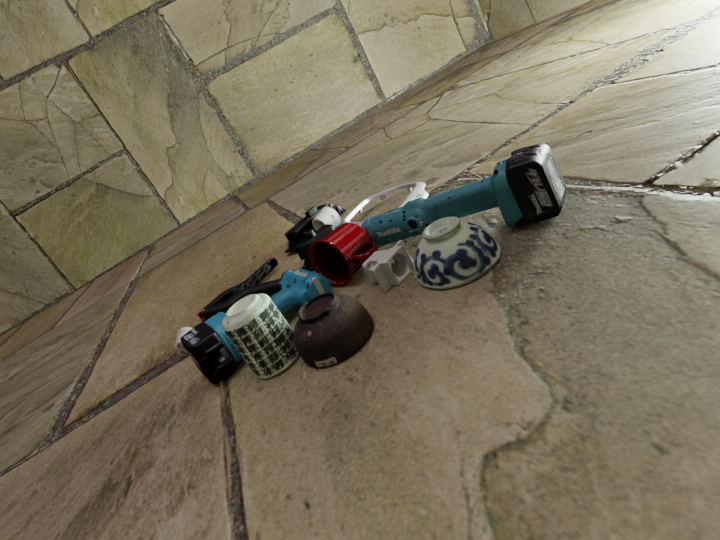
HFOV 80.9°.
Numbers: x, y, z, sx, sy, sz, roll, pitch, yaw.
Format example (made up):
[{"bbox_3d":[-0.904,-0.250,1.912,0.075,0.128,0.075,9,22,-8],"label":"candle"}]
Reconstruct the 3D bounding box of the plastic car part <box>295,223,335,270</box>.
[{"bbox_3d":[-0.087,-0.057,0.886,0.115,0.069,0.069,-35,19,-19],"label":"plastic car part"}]

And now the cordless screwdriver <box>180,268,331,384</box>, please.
[{"bbox_3d":[-0.181,0.075,0.728,0.245,0.072,0.166,-35,22,-21],"label":"cordless screwdriver"}]

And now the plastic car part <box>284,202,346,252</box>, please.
[{"bbox_3d":[-0.122,-0.117,1.070,0.070,0.064,0.201,2,41,43],"label":"plastic car part"}]

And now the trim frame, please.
[{"bbox_3d":[0.052,-0.139,0.917,0.191,0.027,0.246,-12,22,30],"label":"trim frame"}]

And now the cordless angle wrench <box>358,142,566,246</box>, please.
[{"bbox_3d":[0.100,-0.088,0.708,0.439,0.095,0.073,-14,22,41],"label":"cordless angle wrench"}]
